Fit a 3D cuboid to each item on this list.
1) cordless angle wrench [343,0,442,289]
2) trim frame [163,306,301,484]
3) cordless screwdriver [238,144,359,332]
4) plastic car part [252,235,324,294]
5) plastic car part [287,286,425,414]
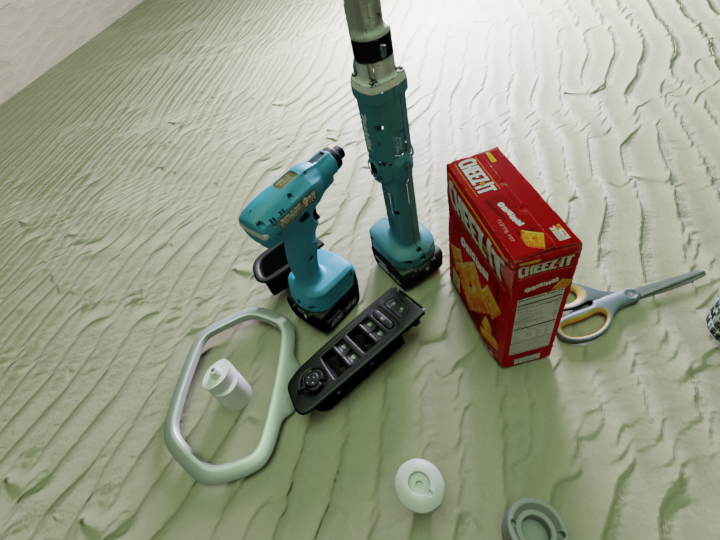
[{"bbox_3d":[0.036,-0.138,0.518,0.073,0.404,0.103,-32,50,-13],"label":"cordless angle wrench"},{"bbox_3d":[-0.174,0.160,0.589,0.188,0.026,0.254,-5,50,14],"label":"trim frame"},{"bbox_3d":[-0.056,-0.037,0.574,0.078,0.237,0.158,27,62,32],"label":"cordless screwdriver"},{"bbox_3d":[-0.116,-0.006,0.682,0.115,0.068,0.070,-40,51,-17],"label":"plastic car part"},{"bbox_3d":[-0.007,0.110,0.551,0.201,0.064,0.070,-37,50,-14],"label":"plastic car part"}]
